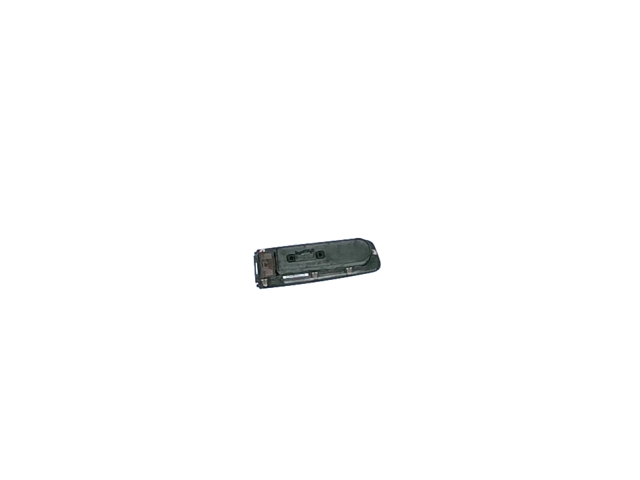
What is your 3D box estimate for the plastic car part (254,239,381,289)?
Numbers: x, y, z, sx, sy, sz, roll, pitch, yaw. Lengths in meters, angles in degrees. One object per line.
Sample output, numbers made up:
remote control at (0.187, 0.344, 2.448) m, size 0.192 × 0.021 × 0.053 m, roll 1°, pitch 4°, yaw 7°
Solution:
plastic car part at (-0.004, 0.028, 0.671) m, size 0.203 × 0.066 × 0.067 m, roll -5°, pitch -25°, yaw -4°
